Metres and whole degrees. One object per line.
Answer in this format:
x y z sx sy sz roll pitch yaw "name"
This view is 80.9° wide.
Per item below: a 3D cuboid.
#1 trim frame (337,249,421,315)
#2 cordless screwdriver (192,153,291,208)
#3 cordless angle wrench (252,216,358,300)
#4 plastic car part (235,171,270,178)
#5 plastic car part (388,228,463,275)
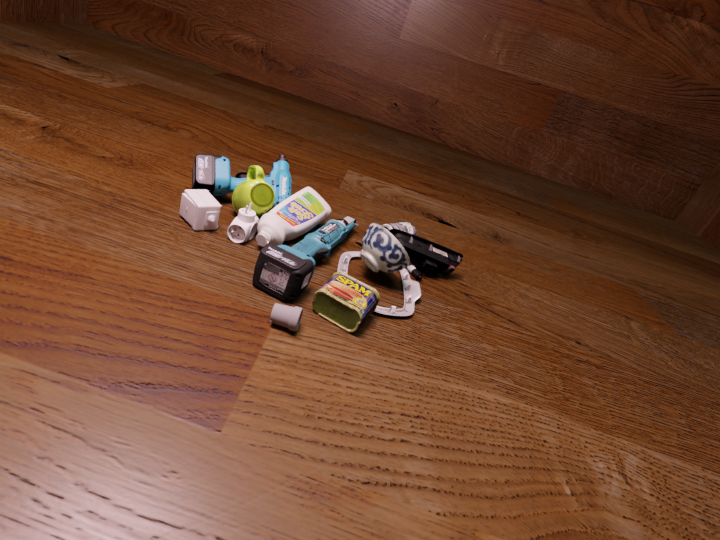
0.039 0.018 0.918 0.183 0.027 0.253 17 26 -5 "trim frame"
-0.295 -0.242 1.070 0.240 0.075 0.163 7 67 -22 "cordless screwdriver"
-0.092 -0.060 0.940 0.100 0.073 0.418 24 26 9 "cordless angle wrench"
-0.276 -0.220 1.135 0.112 0.065 0.074 -1 48 -25 "plastic car part"
0.147 -0.035 1.013 0.199 0.066 0.068 24 47 -12 "plastic car part"
